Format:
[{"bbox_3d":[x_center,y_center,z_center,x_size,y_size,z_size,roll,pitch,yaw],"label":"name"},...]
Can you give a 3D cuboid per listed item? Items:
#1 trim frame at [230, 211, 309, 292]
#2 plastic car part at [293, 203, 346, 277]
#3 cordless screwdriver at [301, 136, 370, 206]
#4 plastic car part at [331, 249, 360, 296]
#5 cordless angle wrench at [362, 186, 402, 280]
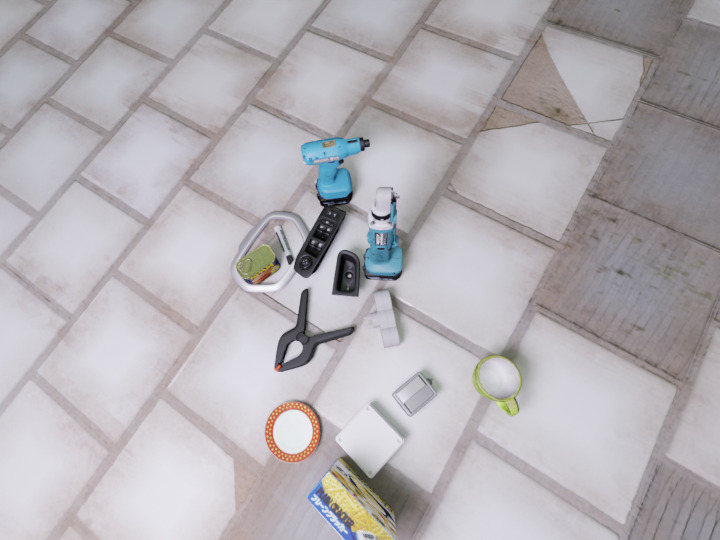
[{"bbox_3d":[-0.242,-0.051,1.139,0.190,0.027,0.248,27,76,16],"label":"trim frame"},{"bbox_3d":[-0.108,-0.071,1.106,0.068,0.065,0.203,25,75,13],"label":"plastic car part"},{"bbox_3d":[-0.053,-0.253,1.071,0.160,0.242,0.076,-8,72,2],"label":"cordless screwdriver"},{"bbox_3d":[-0.031,0.014,1.062,0.067,0.069,0.118,3,71,7],"label":"plastic car part"},{"bbox_3d":[0.047,-0.070,0.899,0.099,0.411,0.075,4,73,4],"label":"cordless angle wrench"}]
